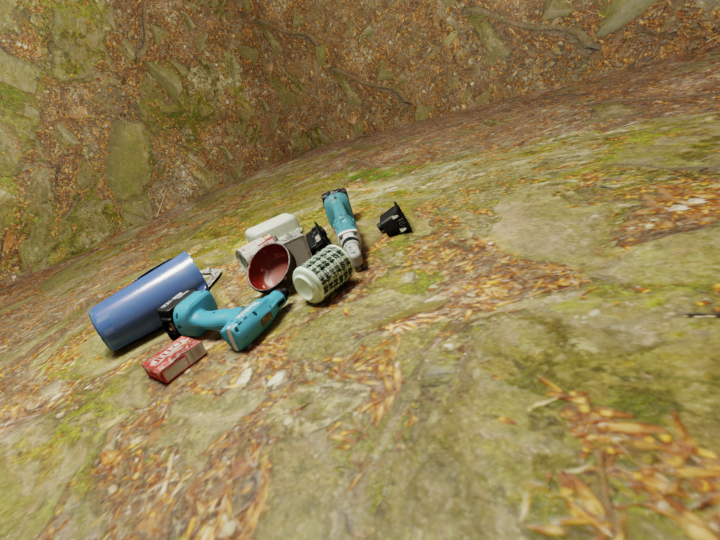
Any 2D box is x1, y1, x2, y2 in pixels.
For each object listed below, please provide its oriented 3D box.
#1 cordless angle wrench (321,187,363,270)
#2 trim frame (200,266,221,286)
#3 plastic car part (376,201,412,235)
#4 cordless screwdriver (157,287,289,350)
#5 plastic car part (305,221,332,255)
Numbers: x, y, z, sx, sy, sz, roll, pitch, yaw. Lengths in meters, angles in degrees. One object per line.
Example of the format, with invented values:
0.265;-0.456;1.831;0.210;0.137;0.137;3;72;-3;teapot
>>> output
-0.040;-0.109;1.046;0.074;0.095;0.436;-17;25;-1;cordless angle wrench
-0.474;0.050;1.127;0.188;0.027;0.252;-16;24;13;trim frame
0.074;-0.118;1.013;0.071;0.064;0.119;-32;17;9;plastic car part
-0.268;0.079;0.830;0.260;0.072;0.157;0;29;33;cordless screwdriver
-0.102;-0.067;1.044;0.067;0.064;0.209;-44;21;10;plastic car part
